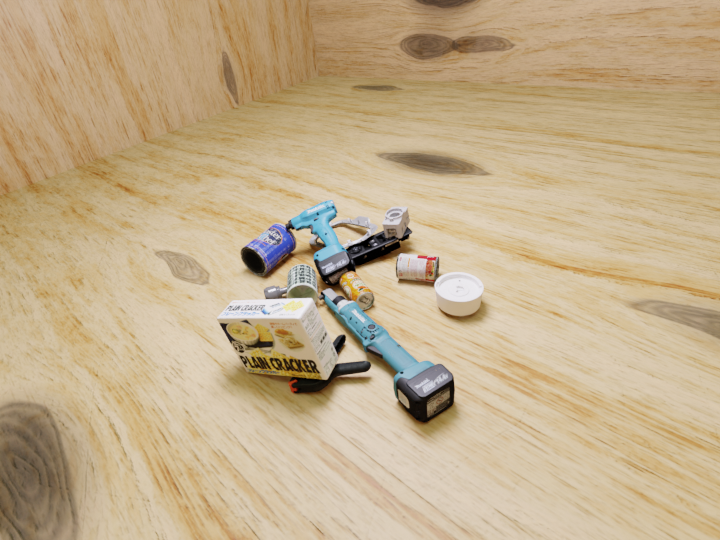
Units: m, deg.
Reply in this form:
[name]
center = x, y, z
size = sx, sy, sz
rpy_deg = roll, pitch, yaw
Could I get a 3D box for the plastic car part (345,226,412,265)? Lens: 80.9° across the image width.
[plastic car part]
center = 0.048, -0.070, 1.217
size = 0.201, 0.064, 0.070
rpy_deg = -21, 44, -8

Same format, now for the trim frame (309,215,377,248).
[trim frame]
center = -0.057, -0.118, 1.301
size = 0.181, 0.027, 0.261
rpy_deg = -32, 26, -23

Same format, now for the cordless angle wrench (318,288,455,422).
[cordless angle wrench]
center = 0.027, 0.146, 0.929
size = 0.096, 0.072, 0.447
rpy_deg = -25, 36, -22

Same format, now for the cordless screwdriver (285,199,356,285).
[cordless screwdriver]
center = -0.116, -0.076, 1.186
size = 0.160, 0.071, 0.259
rpy_deg = -23, 58, 6
